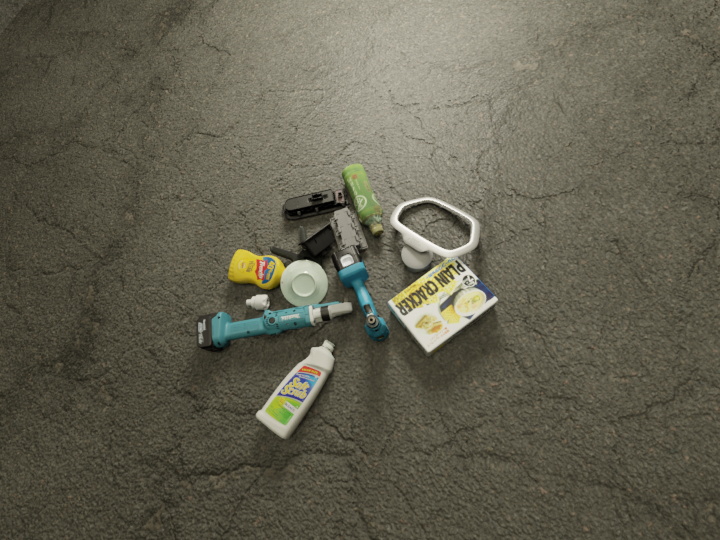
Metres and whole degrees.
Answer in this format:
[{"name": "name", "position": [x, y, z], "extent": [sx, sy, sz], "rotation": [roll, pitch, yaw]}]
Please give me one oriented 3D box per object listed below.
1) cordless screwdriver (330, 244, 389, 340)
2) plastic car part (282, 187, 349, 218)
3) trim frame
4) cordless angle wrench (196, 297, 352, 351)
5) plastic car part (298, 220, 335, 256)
[{"name": "cordless screwdriver", "position": [0.000, 0.052, 1.071], "extent": [0.074, 0.153, 0.258], "rotation": [-24, 66, 1]}, {"name": "plastic car part", "position": [-0.139, -0.200, 1.252], "extent": [0.206, 0.065, 0.068], "rotation": [-13, 76, 10]}, {"name": "trim frame", "position": [0.197, -0.119, 1.128], "extent": [0.181, 0.026, 0.262], "rotation": [-39, 56, -24]}, {"name": "cordless angle wrench", "position": [-0.228, 0.137, 1.126], "extent": [0.429, 0.071, 0.100], "rotation": [-11, 68, 10]}, {"name": "plastic car part", "position": [-0.116, -0.076, 1.183], "extent": [0.070, 0.067, 0.115], "rotation": [50, 52, -6]}]
